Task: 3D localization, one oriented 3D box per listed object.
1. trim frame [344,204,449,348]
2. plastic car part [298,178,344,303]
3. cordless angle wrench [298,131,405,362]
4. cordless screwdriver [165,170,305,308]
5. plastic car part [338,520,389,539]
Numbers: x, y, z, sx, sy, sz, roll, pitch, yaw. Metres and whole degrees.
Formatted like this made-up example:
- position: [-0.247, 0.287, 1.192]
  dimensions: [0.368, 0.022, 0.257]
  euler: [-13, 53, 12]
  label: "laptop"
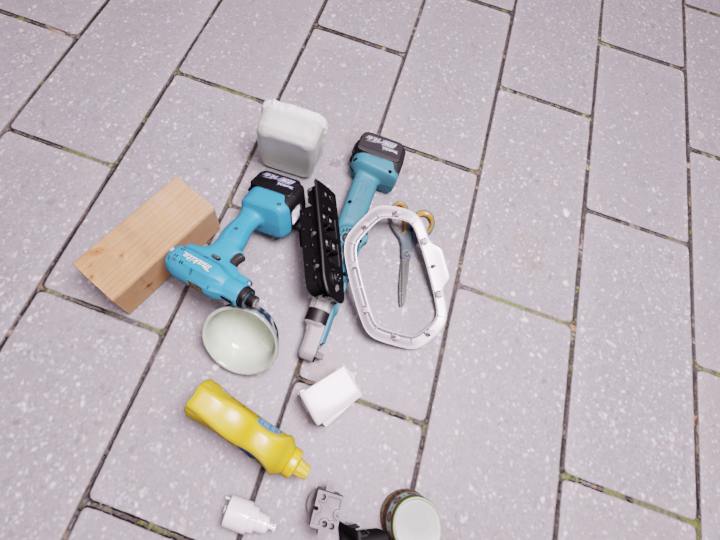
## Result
- position: [0.067, 0.009, 0.715]
  dimensions: [0.179, 0.028, 0.251]
  euler: [-13, 83, -23]
  label: "trim frame"
- position: [-0.067, -0.044, 0.681]
  dimensions: [0.068, 0.063, 0.209]
  euler: [-18, 65, 16]
  label: "plastic car part"
- position: [-0.025, -0.049, 0.742]
  dimensions: [0.098, 0.073, 0.426]
  euler: [19, 70, 0]
  label: "cordless angle wrench"
- position: [-0.169, -0.052, 0.677]
  dimensions: [0.165, 0.072, 0.247]
  euler: [23, 53, 19]
  label: "cordless screwdriver"
- position: [0.017, 0.404, 0.571]
  dimensions: [0.068, 0.067, 0.119]
  euler: [-2, 72, -25]
  label: "plastic car part"
